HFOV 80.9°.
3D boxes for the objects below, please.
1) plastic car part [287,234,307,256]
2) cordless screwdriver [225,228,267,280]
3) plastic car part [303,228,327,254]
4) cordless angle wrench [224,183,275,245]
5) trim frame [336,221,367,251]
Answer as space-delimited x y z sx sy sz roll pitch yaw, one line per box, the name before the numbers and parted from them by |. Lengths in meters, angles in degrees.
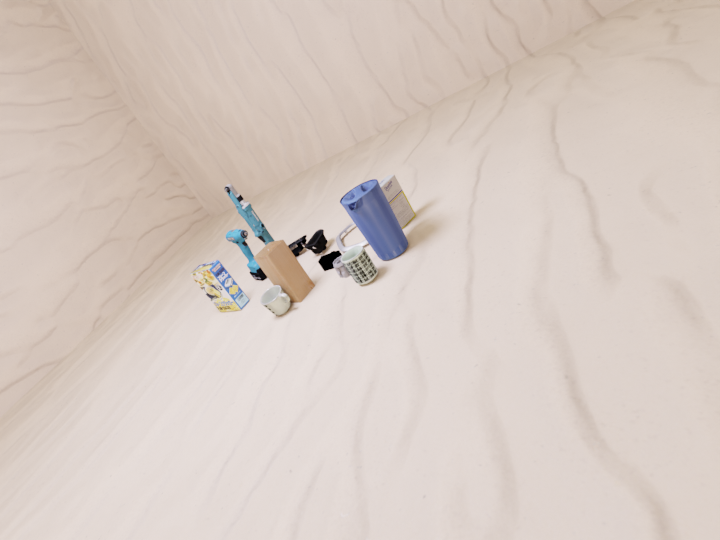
plastic car part | -0.311 -0.082 1.842 0.207 0.065 0.067 -25 24 19
cordless screwdriver | -0.464 -0.073 1.800 0.166 0.240 0.073 -3 35 52
plastic car part | -0.167 -0.109 1.711 0.068 0.068 0.116 -14 30 39
cordless angle wrench | -0.417 -0.173 1.722 0.077 0.409 0.098 -19 24 33
trim frame | -0.009 -0.142 1.627 0.185 0.026 0.257 -32 24 4
